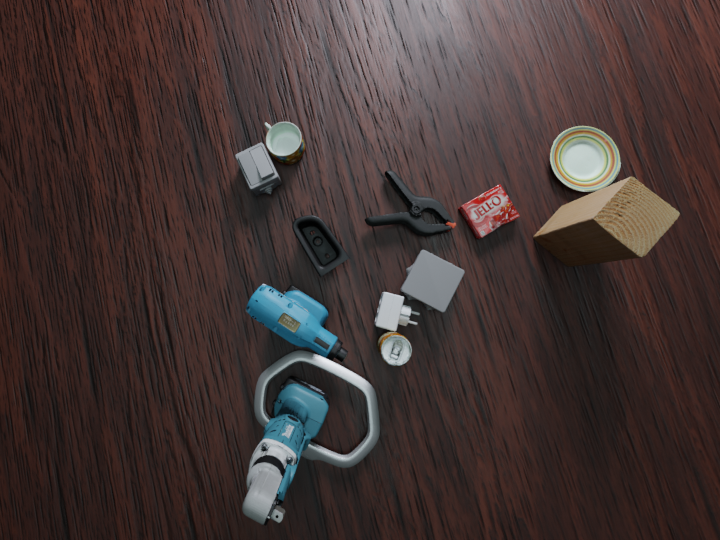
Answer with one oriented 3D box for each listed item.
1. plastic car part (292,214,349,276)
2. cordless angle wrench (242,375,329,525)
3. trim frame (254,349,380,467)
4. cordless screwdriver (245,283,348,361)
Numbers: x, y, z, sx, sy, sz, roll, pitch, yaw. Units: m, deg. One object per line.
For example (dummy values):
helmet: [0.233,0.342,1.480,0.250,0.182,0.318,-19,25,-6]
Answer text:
plastic car part: [-0.080,-0.052,0.814,0.066,0.070,0.118,-33,83,-2]
cordless angle wrench: [-0.106,0.237,0.603,0.099,0.419,0.074,25,86,0]
trim frame: [-0.082,0.260,0.796,0.252,0.027,0.184,24,85,6]
cordless screwdriver: [-0.092,0.087,0.709,0.161,0.246,0.074,32,86,3]
